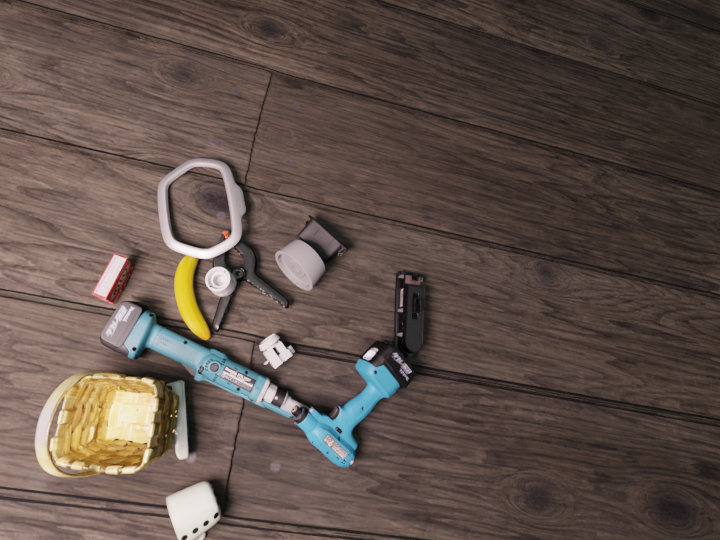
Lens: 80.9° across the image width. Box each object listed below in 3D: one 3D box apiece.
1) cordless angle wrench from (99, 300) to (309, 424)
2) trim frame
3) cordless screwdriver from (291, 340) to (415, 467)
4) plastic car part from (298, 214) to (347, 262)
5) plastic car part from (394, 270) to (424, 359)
[{"bbox_3d":[-0.290,0.192,0.833,0.418,0.075,0.098,28,70,-6],"label":"cordless angle wrench"},{"bbox_3d":[-0.346,-0.139,0.922,0.182,0.027,0.256,-14,68,-7],"label":"trim frame"},{"bbox_3d":[-0.014,0.249,0.855,0.155,0.077,0.247,46,72,-14],"label":"cordless screwdriver"},{"bbox_3d":[-0.094,-0.061,0.957,0.117,0.065,0.071,39,84,3],"label":"plastic car part"},{"bbox_3d":[0.117,0.100,0.951,0.064,0.068,0.205,11,74,-19],"label":"plastic car part"}]
